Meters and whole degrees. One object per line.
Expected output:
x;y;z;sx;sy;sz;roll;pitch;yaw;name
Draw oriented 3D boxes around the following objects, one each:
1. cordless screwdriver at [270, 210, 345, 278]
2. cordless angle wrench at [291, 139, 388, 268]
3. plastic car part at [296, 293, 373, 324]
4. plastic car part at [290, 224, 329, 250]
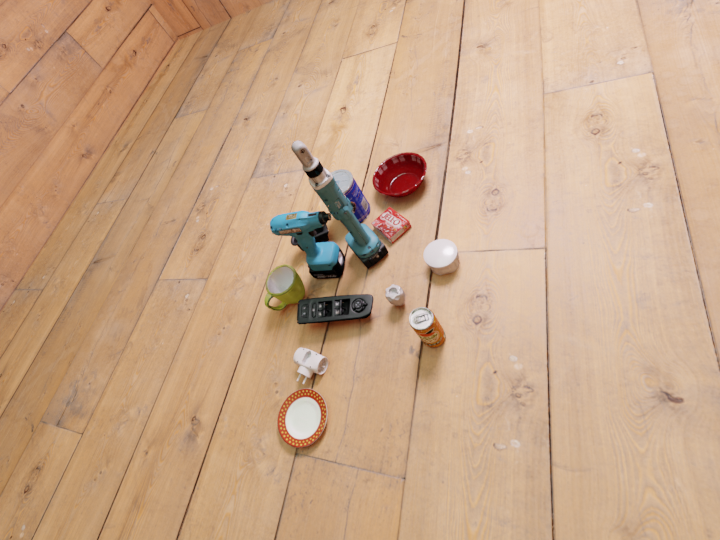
-0.107;-0.070;1.098;0.165;0.235;0.076;-6;56;25;cordless screwdriver
-0.049;-0.151;1.010;0.074;0.400;0.103;-38;49;-1;cordless angle wrench
-0.059;0.104;1.066;0.209;0.063;0.068;-10;54;23;plastic car part
-0.141;-0.097;1.248;0.118;0.067;0.069;-26;50;12;plastic car part
